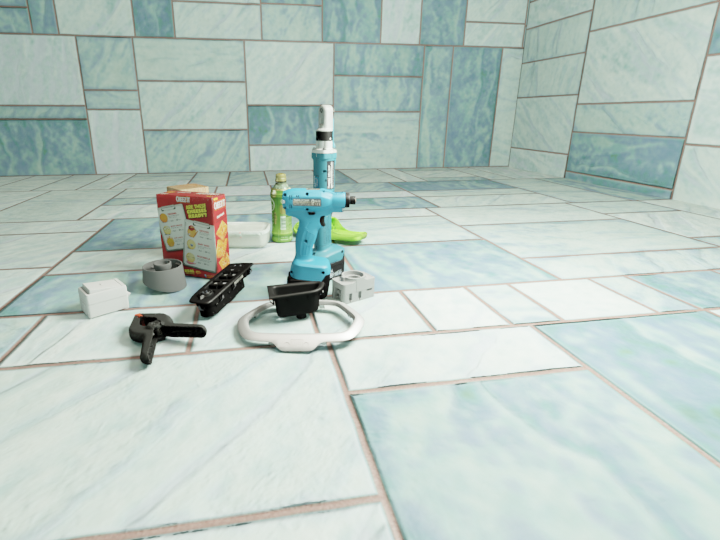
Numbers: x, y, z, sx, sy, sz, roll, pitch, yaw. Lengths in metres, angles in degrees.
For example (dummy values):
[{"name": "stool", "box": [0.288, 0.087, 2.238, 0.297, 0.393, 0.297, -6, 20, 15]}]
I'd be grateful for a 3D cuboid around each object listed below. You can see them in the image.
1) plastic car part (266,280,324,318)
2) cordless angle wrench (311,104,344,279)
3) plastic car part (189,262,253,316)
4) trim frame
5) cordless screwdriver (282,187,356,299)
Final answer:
[{"name": "plastic car part", "box": [-0.130, 0.065, 0.861, 0.114, 0.069, 0.068, -4, 19, -11]}, {"name": "cordless angle wrench", "box": [-0.088, -0.185, 1.037, 0.078, 0.415, 0.094, 17, 23, 39]}, {"name": "plastic car part", "box": [-0.303, 0.042, 0.927, 0.068, 0.066, 0.202, 5, 21, 11]}, {"name": "trim frame", "box": [-0.117, 0.101, 0.825, 0.249, 0.027, 0.187, 0, 20, 1]}, {"name": "cordless screwdriver", "box": [-0.093, -0.061, 0.949, 0.160, 0.244, 0.075, 1, 18, 1]}]
